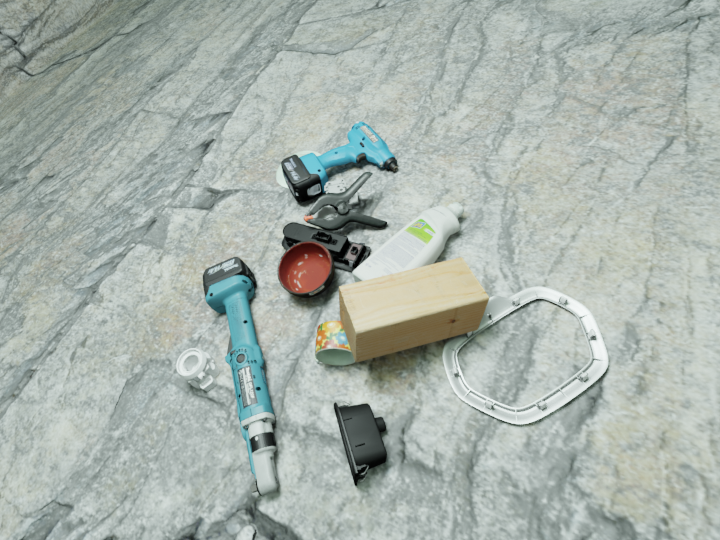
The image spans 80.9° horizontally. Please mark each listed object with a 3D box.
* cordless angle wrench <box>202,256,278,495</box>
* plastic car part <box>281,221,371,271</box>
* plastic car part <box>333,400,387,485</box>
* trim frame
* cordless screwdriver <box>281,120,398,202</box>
[{"bbox_3d":[-0.205,0.165,0.757,0.098,0.071,0.443,-24,55,1],"label":"cordless angle wrench"},{"bbox_3d":[-0.086,-0.056,0.875,0.213,0.063,0.066,15,69,30],"label":"plastic car part"},{"bbox_3d":[0.005,0.247,0.638,0.070,0.064,0.122,-10,49,-9],"label":"plastic car part"},{"bbox_3d":[0.250,0.121,0.657,0.248,0.026,0.194,-33,52,-3],"label":"trim frame"},{"bbox_3d":[-0.048,-0.239,0.975,0.246,0.072,0.166,-31,62,-11],"label":"cordless screwdriver"}]
